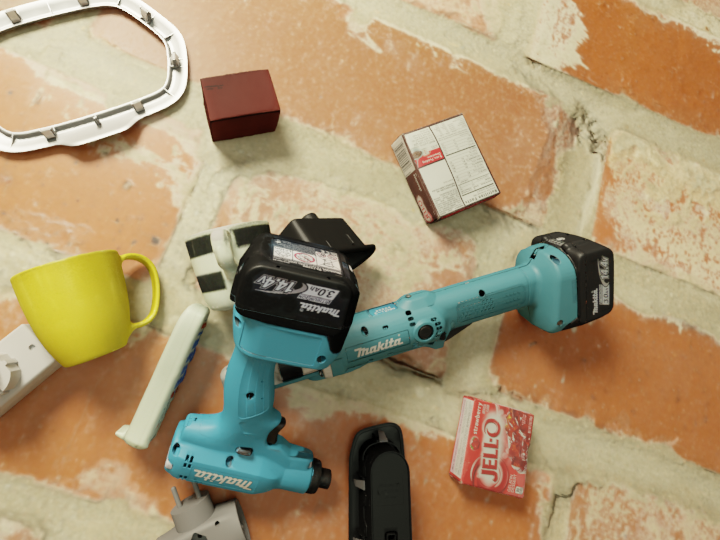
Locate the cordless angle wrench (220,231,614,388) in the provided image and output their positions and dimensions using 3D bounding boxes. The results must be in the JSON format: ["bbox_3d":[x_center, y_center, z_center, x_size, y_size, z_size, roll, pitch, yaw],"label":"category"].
[{"bbox_3d":[0.060,0.055,0.453,0.418,0.077,0.095,-16,110,-8],"label":"cordless angle wrench"}]

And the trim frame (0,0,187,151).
[{"bbox_3d":[-0.317,-0.224,0.467,0.244,0.028,0.185,-23,85,-15],"label":"trim frame"}]

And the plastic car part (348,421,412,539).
[{"bbox_3d":[0.022,0.261,0.417,0.066,0.066,0.206,0,77,-6],"label":"plastic car part"}]

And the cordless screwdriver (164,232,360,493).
[{"bbox_3d":[-0.066,0.100,0.377,0.156,0.076,0.247,19,109,-12],"label":"cordless screwdriver"}]

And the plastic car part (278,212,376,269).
[{"bbox_3d":[-0.044,-0.029,0.450,0.073,0.067,0.112,54,34,13],"label":"plastic car part"}]
